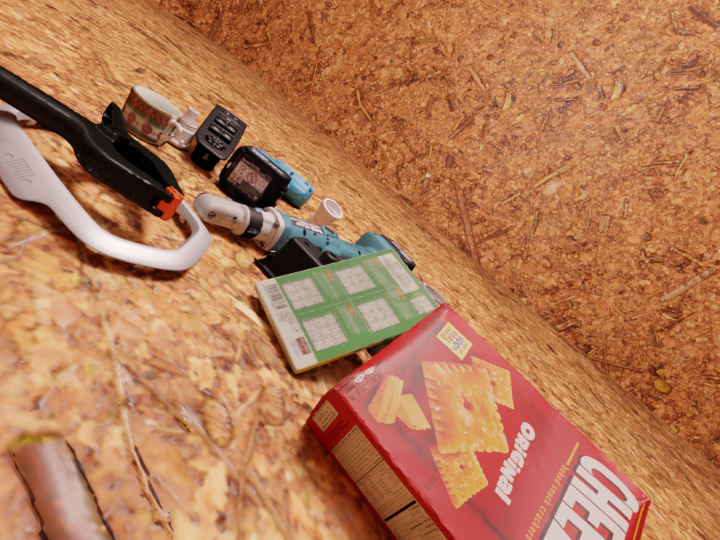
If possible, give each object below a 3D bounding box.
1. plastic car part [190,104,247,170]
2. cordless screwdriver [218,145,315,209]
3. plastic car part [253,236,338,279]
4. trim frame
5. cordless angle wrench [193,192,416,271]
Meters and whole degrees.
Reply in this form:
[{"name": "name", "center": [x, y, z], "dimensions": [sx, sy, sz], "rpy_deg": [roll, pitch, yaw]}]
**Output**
[{"name": "plastic car part", "center": [-0.247, -0.224, 0.719], "dimensions": [0.063, 0.067, 0.210], "rpy_deg": [40, 18, -27]}, {"name": "cordless screwdriver", "center": [-0.174, -0.174, 0.748], "dimensions": [0.160, 0.074, 0.248], "rpy_deg": [39, 12, -1]}, {"name": "plastic car part", "center": [-0.060, 0.002, 0.514], "dimensions": [0.121, 0.071, 0.063], "rpy_deg": [42, 17, 19]}, {"name": "trim frame", "center": [-0.248, -0.084, 0.413], "dimensions": [0.257, 0.028, 0.178], "rpy_deg": [46, 16, 16]}, {"name": "cordless angle wrench", "center": [-0.062, -0.041, 0.637], "dimensions": [0.400, 0.074, 0.103], "rpy_deg": [15, 29, -51]}]
